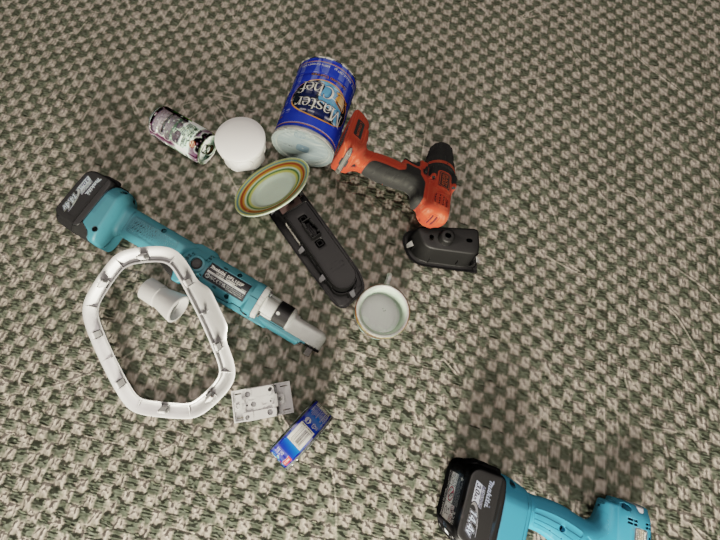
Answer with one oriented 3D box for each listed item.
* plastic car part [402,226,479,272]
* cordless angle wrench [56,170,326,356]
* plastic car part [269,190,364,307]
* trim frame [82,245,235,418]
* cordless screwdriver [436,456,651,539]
[{"bbox_3d":[0.128,-0.040,0.633,0.116,0.070,0.067,6,72,-4],"label":"plastic car part"},{"bbox_3d":[-0.236,-0.003,0.617,0.428,0.073,0.098,29,74,6],"label":"cordless angle wrench"},{"bbox_3d":[-0.062,-0.041,0.637,0.065,0.067,0.207,-31,78,-19],"label":"plastic car part"},{"bbox_3d":[-0.273,0.087,0.574,0.184,0.027,0.249,-25,89,1],"label":"trim frame"},{"bbox_3d":[0.222,0.336,0.512,0.249,0.074,0.160,17,73,0],"label":"cordless screwdriver"}]
